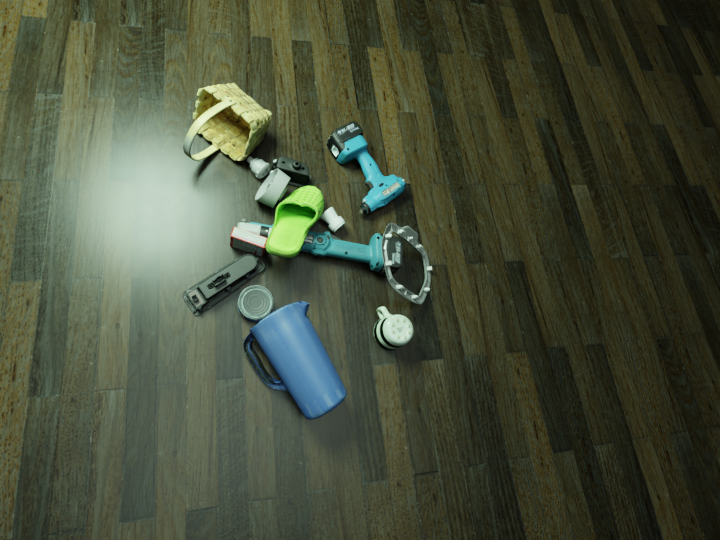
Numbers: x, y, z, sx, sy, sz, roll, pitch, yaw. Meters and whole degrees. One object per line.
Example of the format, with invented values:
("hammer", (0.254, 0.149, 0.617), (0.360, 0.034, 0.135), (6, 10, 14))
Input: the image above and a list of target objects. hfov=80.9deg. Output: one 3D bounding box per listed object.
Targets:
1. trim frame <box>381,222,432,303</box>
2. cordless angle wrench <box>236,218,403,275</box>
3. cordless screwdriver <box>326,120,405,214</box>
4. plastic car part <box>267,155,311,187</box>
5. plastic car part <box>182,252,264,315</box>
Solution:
("trim frame", (0.121, -0.019, 1.062), (0.234, 0.028, 0.188), (32, 55, -43))
("cordless angle wrench", (-0.106, -0.069, 1.081), (0.418, 0.074, 0.100), (10, 67, -6))
("cordless screwdriver", (-0.003, -0.282, 1.179), (0.157, 0.075, 0.251), (-37, 86, -22))
("plastic car part", (-0.183, -0.271, 1.135), (0.115, 0.071, 0.067), (15, 70, -6))
("plastic car part", (-0.322, 0.019, 1.006), (0.199, 0.066, 0.068), (-35, 77, -24))
